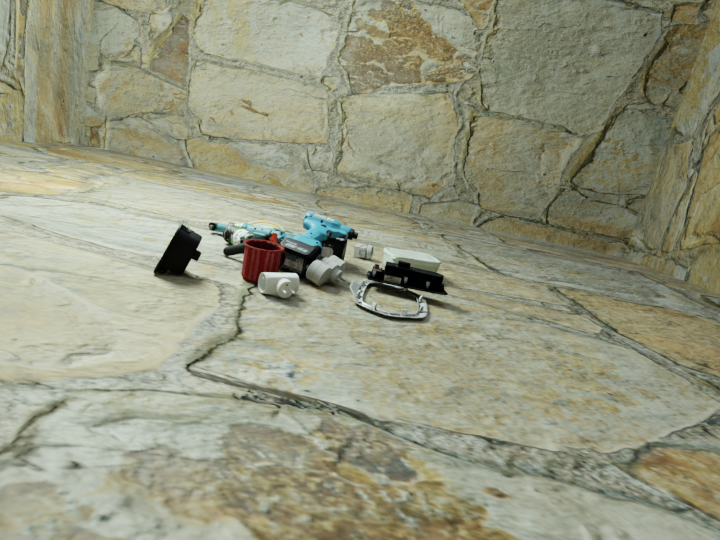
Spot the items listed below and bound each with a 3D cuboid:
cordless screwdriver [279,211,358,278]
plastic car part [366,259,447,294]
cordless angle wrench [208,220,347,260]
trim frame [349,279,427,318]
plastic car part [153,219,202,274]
[{"bbox_3d":[-0.109,-0.071,1.110,0.163,0.073,0.249,17,33,9],"label":"cordless screwdriver"},{"bbox_3d":[0.121,0.014,1.065,0.206,0.067,0.065,16,7,8],"label":"plastic car part"},{"bbox_3d":[-0.254,-0.098,1.266,0.431,0.073,0.097,12,15,9],"label":"cordless angle wrench"},{"bbox_3d":[0.065,0.060,0.997,0.187,0.027,0.247,12,16,7],"label":"trim frame"},{"bbox_3d":[-0.375,-0.039,0.890,0.068,0.116,0.068,33,6,-23],"label":"plastic car part"}]
